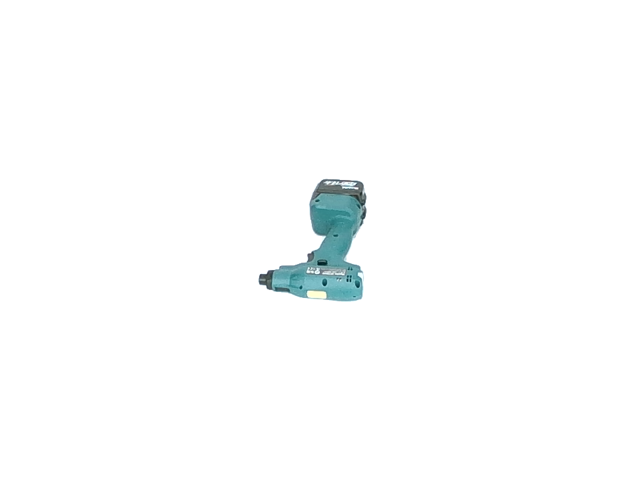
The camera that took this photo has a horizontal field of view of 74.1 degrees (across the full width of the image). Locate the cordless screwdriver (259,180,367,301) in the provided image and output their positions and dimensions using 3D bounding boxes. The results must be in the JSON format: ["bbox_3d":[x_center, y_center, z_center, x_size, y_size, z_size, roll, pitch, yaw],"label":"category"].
[{"bbox_3d":[0.000,-0.003,0.716,0.160,0.074,0.247,2,43,9],"label":"cordless screwdriver"}]
